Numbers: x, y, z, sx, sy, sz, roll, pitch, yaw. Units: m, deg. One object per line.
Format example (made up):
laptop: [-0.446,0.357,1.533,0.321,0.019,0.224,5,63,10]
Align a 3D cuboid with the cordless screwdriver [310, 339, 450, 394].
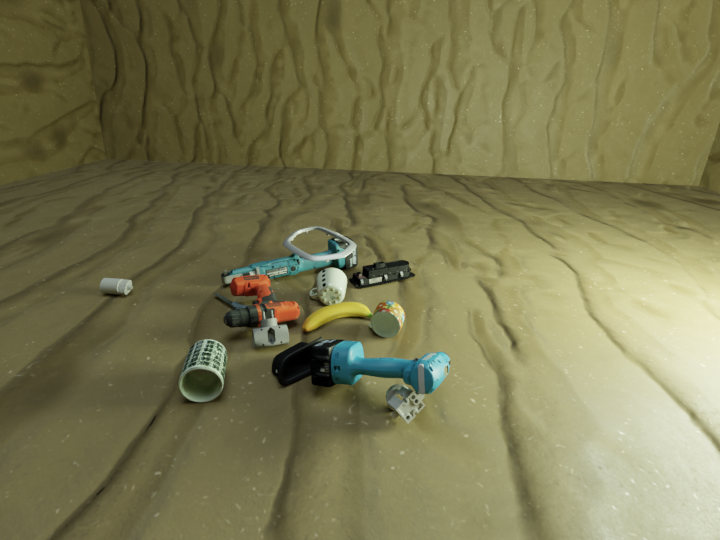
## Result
cordless screwdriver: [0.038,0.175,0.797,0.259,0.074,0.153,-1,1,27]

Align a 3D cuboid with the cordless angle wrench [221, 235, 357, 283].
cordless angle wrench: [-0.212,-0.017,1.290,0.412,0.095,0.078,-14,26,-20]

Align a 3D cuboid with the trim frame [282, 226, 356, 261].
trim frame: [-0.126,-0.082,1.285,0.179,0.027,0.263,-27,34,-30]

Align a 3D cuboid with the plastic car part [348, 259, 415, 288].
plastic car part: [0.069,0.004,1.274,0.197,0.066,0.069,-6,17,-22]

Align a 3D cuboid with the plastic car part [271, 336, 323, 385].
plastic car part: [-0.136,0.183,0.870,0.113,0.065,0.074,-20,15,-34]
